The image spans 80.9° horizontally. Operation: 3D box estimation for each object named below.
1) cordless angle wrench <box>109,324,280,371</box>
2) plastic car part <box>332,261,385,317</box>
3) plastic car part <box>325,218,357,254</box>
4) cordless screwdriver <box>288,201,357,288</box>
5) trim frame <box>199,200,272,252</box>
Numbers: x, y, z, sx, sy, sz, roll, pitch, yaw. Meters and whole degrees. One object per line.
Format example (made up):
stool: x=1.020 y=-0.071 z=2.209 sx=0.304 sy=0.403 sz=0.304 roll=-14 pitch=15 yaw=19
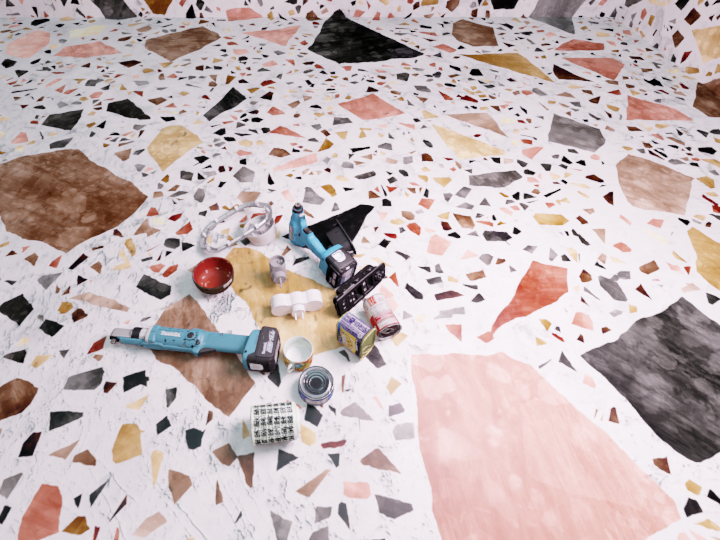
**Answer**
cordless angle wrench: x=-0.412 y=0.175 z=1.042 sx=0.427 sy=0.072 sz=0.100 roll=5 pitch=50 yaw=5
plastic car part: x=-0.007 y=0.044 z=1.172 sx=0.199 sy=0.064 sz=0.071 roll=-36 pitch=36 yaw=-26
plastic car part: x=-0.068 y=-0.085 z=1.280 sx=0.070 sy=0.063 sz=0.122 roll=-26 pitch=58 yaw=-5
cordless screwdriver: x=-0.118 y=-0.077 z=1.203 sx=0.073 sy=0.155 sz=0.260 roll=-32 pitch=60 yaw=-28
trim frame: x=-0.382 y=-0.139 z=1.291 sx=0.246 sy=0.026 sz=0.195 roll=-33 pitch=45 yaw=-13
